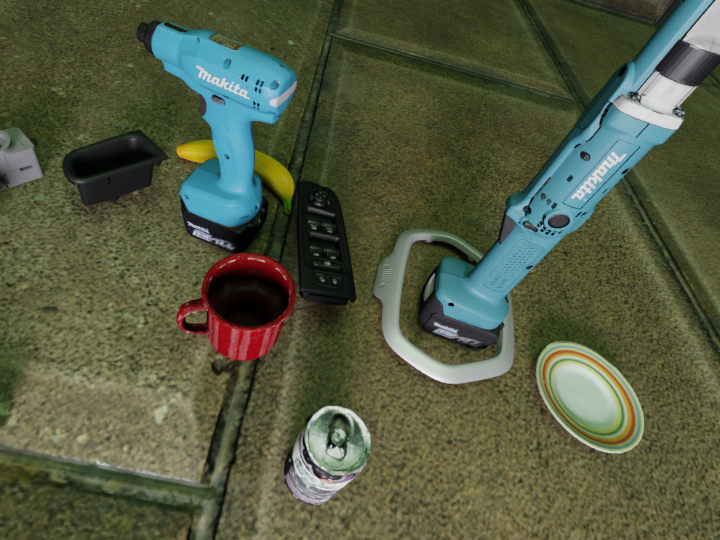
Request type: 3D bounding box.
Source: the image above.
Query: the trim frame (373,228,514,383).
[{"bbox_3d":[0.110,0.034,0.552,0.184,0.027,0.252,17,48,-1],"label":"trim frame"}]

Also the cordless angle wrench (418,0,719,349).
[{"bbox_3d":[0.178,-0.063,0.392,0.098,0.418,0.075,22,48,-3],"label":"cordless angle wrench"}]

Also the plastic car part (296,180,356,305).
[{"bbox_3d":[-0.053,-0.034,0.539,0.065,0.066,0.210,5,50,-15],"label":"plastic car part"}]

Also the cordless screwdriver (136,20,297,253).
[{"bbox_3d":[-0.168,-0.140,0.475,0.161,0.246,0.075,26,48,3],"label":"cordless screwdriver"}]

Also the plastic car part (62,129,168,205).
[{"bbox_3d":[-0.313,-0.121,0.536,0.068,0.070,0.114,40,51,15],"label":"plastic car part"}]
